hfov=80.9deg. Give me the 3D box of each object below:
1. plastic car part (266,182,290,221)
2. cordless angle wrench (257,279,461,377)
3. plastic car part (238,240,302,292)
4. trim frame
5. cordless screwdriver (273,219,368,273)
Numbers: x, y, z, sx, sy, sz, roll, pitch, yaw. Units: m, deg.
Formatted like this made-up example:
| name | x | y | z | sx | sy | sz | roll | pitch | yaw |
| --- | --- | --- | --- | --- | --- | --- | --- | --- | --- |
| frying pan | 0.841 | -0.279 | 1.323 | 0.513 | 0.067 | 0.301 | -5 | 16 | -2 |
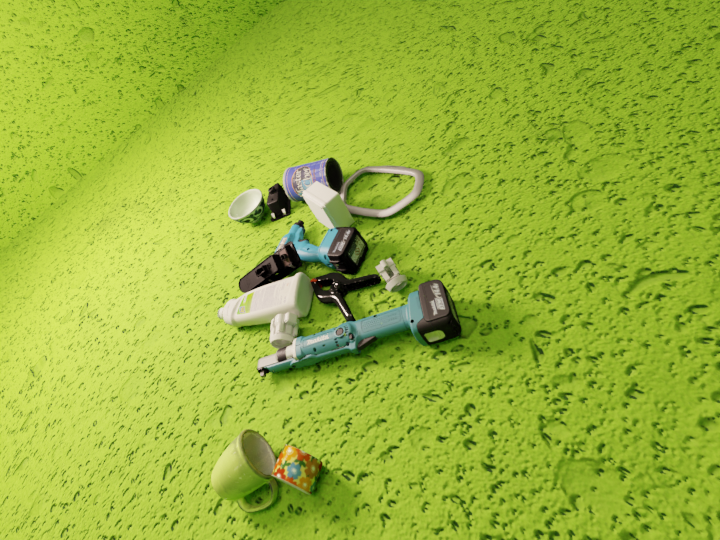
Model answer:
| name | x | y | z | sx | sy | sz | roll | pitch | yaw |
| --- | --- | --- | --- | --- | --- | --- | --- | --- | --- |
| plastic car part | -0.250 | -0.215 | 1.260 | 0.067 | 0.067 | 0.121 | -20 | 49 | 15 |
| cordless angle wrench | -0.027 | 0.133 | 0.827 | 0.432 | 0.070 | 0.101 | -20 | 45 | 20 |
| plastic car part | -0.231 | 0.008 | 1.028 | 0.207 | 0.067 | 0.065 | -33 | -6 | 37 |
| trim frame | 0.048 | -0.211 | 1.095 | 0.262 | 0.026 | 0.184 | 13 | 64 | 41 |
| cordless screwdriver | -0.102 | -0.067 | 1.040 | 0.260 | 0.070 | 0.160 | -1 | 54 | 37 |
